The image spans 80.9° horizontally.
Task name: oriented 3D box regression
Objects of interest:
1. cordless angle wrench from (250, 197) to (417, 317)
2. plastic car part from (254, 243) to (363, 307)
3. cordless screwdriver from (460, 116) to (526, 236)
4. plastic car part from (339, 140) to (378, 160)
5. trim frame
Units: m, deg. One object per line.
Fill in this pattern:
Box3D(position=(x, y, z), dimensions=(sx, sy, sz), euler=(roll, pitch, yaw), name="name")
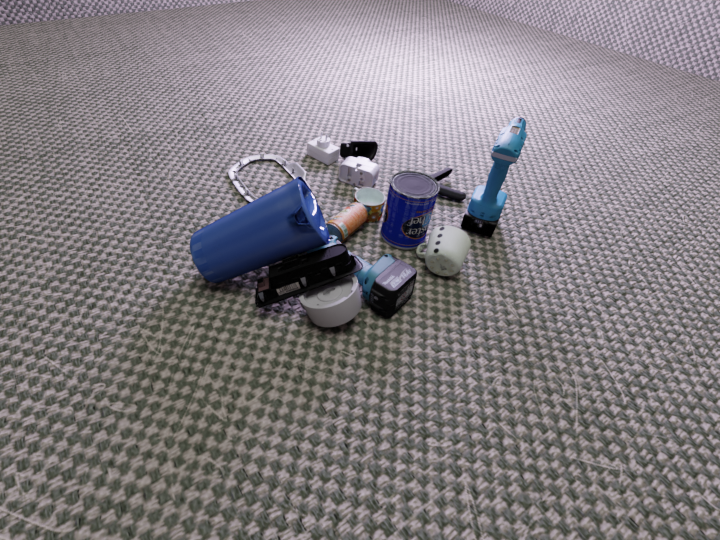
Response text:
Box3D(position=(-0.086, -0.056, 0.878), dimensions=(0.445, 0.072, 0.096), euler=(31, 49, 29), name="cordless angle wrench")
Box3D(position=(-0.099, -0.001, 0.761), dimensions=(0.203, 0.065, 0.068), euler=(-15, 24, 1), name="plastic car part")
Box3D(position=(0.301, -0.206, 0.930), dimensions=(0.077, 0.241, 0.159), euler=(22, 50, 14), name="cordless screwdriver")
Box3D(position=(-0.014, -0.336, 1.184), dimensions=(0.075, 0.065, 0.112), euler=(22, 28, 35), name="plastic car part")
Box3D(position=(-0.235, -0.241, 1.092), dimensions=(0.179, 0.027, 0.262), euler=(-20, 47, -25), name="trim frame")
